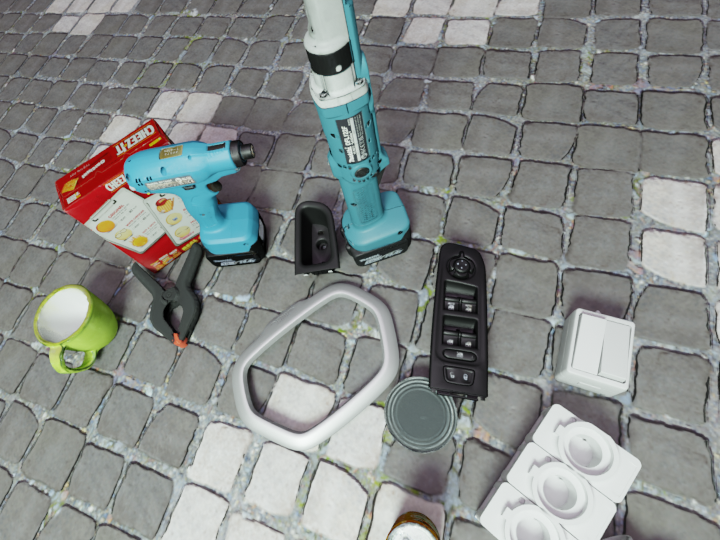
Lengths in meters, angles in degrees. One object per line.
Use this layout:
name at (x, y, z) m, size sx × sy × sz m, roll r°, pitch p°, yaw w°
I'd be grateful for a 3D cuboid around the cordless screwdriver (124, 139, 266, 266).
cordless screwdriver at (-0.191, -0.092, 0.598) m, size 0.161 × 0.239 × 0.076 m, roll -7°, pitch 65°, yaw 7°

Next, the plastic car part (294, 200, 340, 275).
plastic car part at (-0.062, -0.041, 0.639) m, size 0.067 × 0.068 × 0.120 m, roll -9°, pitch 63°, yaw 7°

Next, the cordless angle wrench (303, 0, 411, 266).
cordless angle wrench at (-0.004, -0.130, 0.476) m, size 0.098 × 0.406 × 0.077 m, roll -18°, pitch 64°, yaw 1°

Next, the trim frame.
trim frame at (-0.062, 0.123, 0.582) m, size 0.247 × 0.026 × 0.193 m, roll -39°, pitch 62°, yaw -7°

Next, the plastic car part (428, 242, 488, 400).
plastic car part at (0.127, 0.061, 0.544) m, size 0.068 × 0.064 × 0.206 m, roll 2°, pitch 65°, yaw 13°
